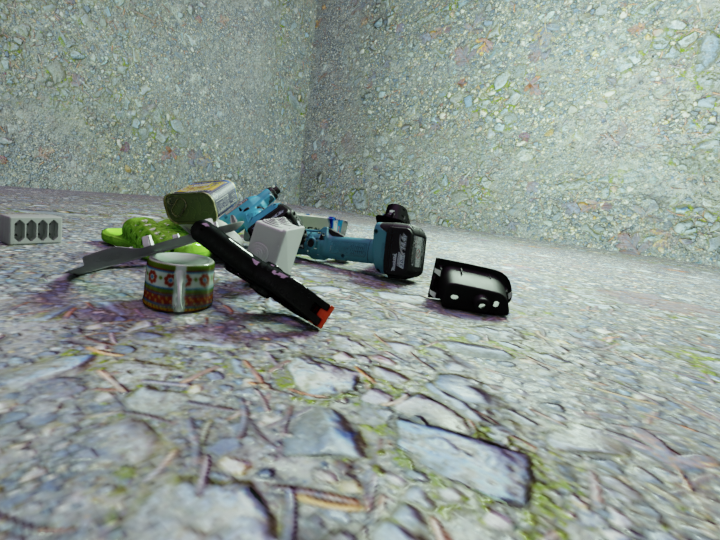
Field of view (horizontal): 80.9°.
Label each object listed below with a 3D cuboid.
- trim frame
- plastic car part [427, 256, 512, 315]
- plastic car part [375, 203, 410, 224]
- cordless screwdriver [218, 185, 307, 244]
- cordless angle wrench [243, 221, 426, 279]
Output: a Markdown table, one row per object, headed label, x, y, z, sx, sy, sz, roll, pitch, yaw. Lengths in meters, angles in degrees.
| label | x | y | z | sx | sy | sz | roll | pitch | yaw |
| --- | --- | --- | --- | --- | --- | --- | --- | --- | --- |
| trim frame | -0.265 | -0.035 | 0.556 | 0.256 | 0.027 | 0.181 | -11 | 11 | 22 |
| plastic car part | 0.158 | 0.032 | 0.593 | 0.119 | 0.065 | 0.071 | 11 | 25 | 10 |
| plastic car part | 0.082 | -0.075 | 0.872 | 0.069 | 0.067 | 0.194 | 19 | -15 | 22 |
| cordless screwdriver | -0.191 | -0.111 | 0.875 | 0.158 | 0.071 | 0.262 | -41 | 34 | -16 |
| cordless angle wrench | -0.083 | -0.055 | 0.853 | 0.444 | 0.098 | 0.071 | 8 | 0 | 34 |
